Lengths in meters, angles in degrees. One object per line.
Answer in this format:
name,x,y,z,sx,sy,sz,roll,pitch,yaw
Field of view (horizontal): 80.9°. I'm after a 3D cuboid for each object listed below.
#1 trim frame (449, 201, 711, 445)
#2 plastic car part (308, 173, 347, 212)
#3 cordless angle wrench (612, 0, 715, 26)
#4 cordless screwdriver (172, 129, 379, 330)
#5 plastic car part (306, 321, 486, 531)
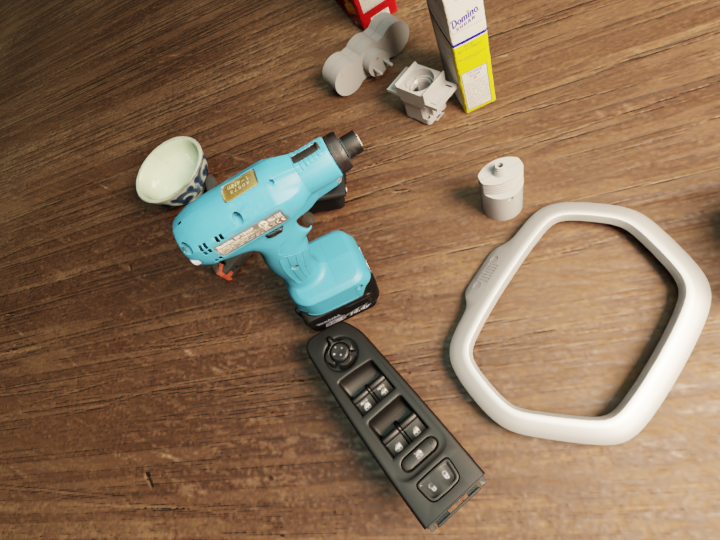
trim frame,0.197,0.040,0.403,0.194,0.026,0.248,30,82,31
plastic car part,-0.067,-0.101,0.554,0.120,0.067,0.067,-10,65,18
cordless angle wrench,0.294,-0.391,0.331,0.102,0.402,0.075,16,75,25
cordless screwdriver,-0.040,-0.026,0.411,0.160,0.236,0.077,-28,62,8
plastic car part,0.024,0.133,0.414,0.066,0.064,0.213,-44,59,0
